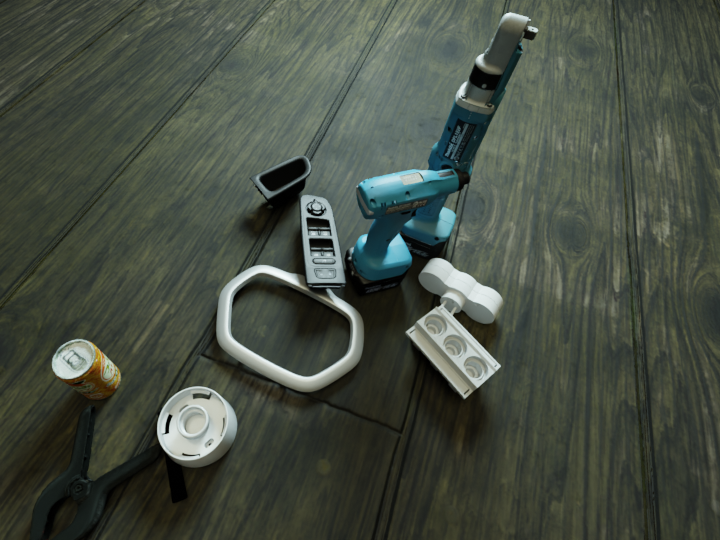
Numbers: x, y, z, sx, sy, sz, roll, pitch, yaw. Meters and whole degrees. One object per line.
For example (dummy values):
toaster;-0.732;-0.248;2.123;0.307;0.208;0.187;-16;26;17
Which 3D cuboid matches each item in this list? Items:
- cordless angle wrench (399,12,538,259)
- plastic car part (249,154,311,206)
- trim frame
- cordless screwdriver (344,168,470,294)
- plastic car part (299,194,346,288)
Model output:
cordless angle wrench;0.136;-0.165;0.626;0.100;0.414;0.075;24;58;6
plastic car part;-0.144;-0.163;0.810;0.114;0.069;0.069;-31;66;-23
trim frame;-0.113;0.084;0.677;0.254;0.027;0.184;23;58;11
cordless screwdriver;0.061;-0.061;0.654;0.156;0.243;0.077;-13;62;-16
plastic car part;-0.073;-0.047;0.742;0.065;0.065;0.210;-4;58;-9
